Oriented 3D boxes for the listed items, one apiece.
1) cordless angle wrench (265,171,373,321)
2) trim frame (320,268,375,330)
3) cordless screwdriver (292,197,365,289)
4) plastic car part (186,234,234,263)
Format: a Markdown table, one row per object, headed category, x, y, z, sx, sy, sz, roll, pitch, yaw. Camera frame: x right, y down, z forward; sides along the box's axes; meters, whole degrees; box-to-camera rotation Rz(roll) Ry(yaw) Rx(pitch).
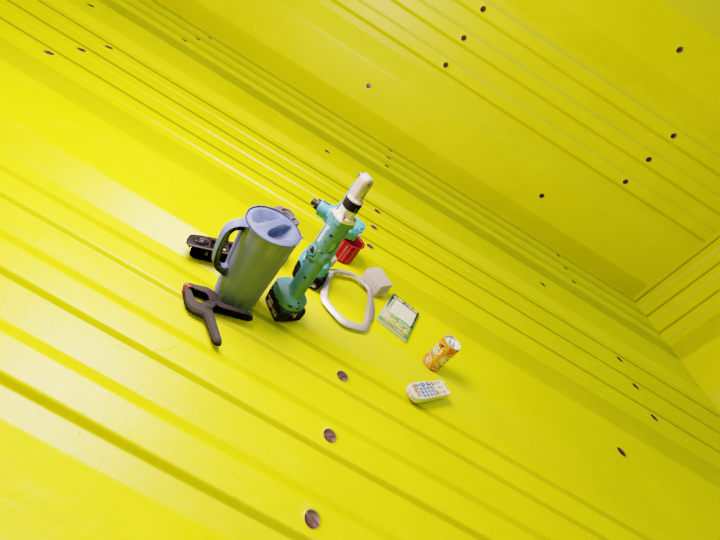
| category | x | y | z | sx | sy | sz | roll | pitch | yaw |
| --- | --- | --- | --- | --- | --- | --- | --- | --- | --- |
| cordless angle wrench | -0.092 | -0.045 | 0.972 | 0.071 | 0.423 | 0.103 | 5 | 42 | -43 |
| trim frame | -0.032 | 0.081 | 1.242 | 0.181 | 0.027 | 0.253 | 28 | 30 | -10 |
| cordless screwdriver | -0.114 | -0.075 | 1.168 | 0.158 | 0.249 | 0.075 | 34 | 30 | -4 |
| plastic car part | -0.349 | -0.044 | 1.082 | 0.194 | 0.067 | 0.069 | 17 | 34 | -26 |
